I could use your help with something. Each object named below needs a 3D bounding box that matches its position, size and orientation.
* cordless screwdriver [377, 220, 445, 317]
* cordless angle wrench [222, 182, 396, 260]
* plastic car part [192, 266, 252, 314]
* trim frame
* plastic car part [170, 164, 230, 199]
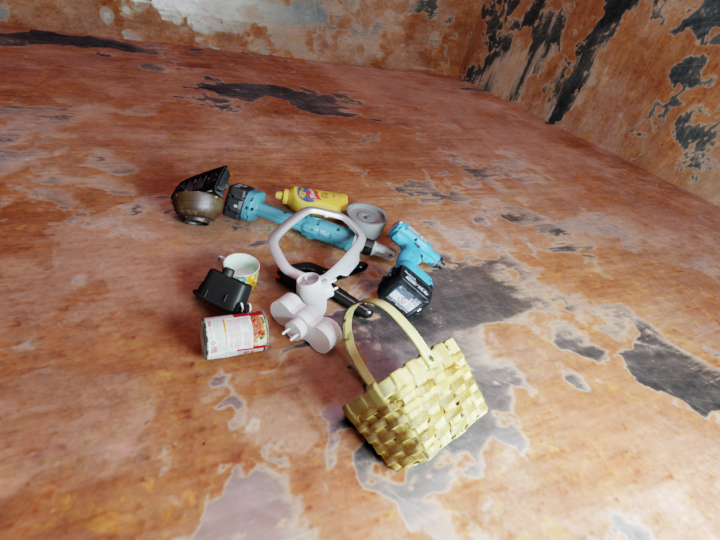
[{"bbox_3d":[0.124,0.001,0.937,0.156,0.075,0.252,36,34,-13],"label":"cordless screwdriver"},{"bbox_3d":[-0.116,-0.105,1.015,0.425,0.074,0.098,20,15,2],"label":"cordless angle wrench"},{"bbox_3d":[-0.248,0.031,0.776,0.120,0.071,0.064,26,-3,15],"label":"plastic car part"},{"bbox_3d":[-0.089,-0.058,0.910,0.188,0.027,0.246,31,43,11],"label":"trim frame"},{"bbox_3d":[-0.374,-0.195,1.004,0.212,0.063,0.067,-1,67,35],"label":"plastic car part"}]
